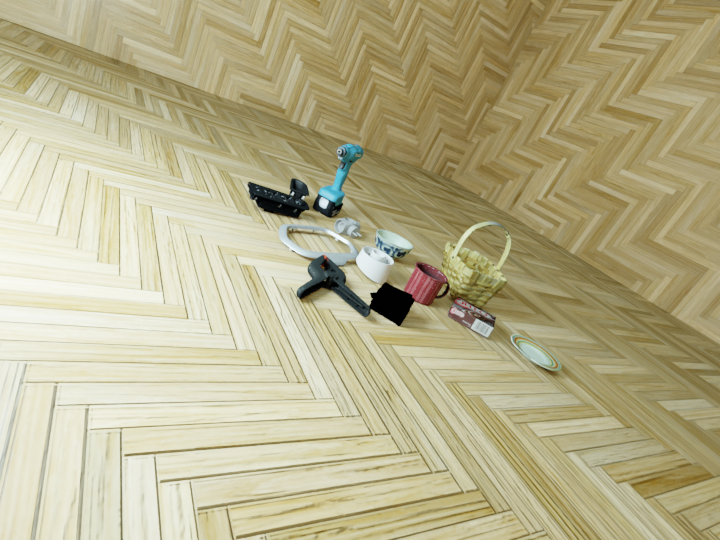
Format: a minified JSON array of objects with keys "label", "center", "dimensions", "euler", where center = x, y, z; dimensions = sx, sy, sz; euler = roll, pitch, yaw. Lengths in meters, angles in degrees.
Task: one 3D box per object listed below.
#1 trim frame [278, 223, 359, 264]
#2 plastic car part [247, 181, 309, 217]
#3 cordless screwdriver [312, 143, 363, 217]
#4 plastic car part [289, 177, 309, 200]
[{"label":"trim frame","center":[-0.111,-0.073,1.138],"dimensions":[0.236,0.027,0.195],"euler":[2,31,-43]},{"label":"plastic car part","center":[-0.239,-0.196,1.233],"dimensions":[0.193,0.066,0.070],"euler":[8,27,-35]},{"label":"cordless screwdriver","center":[-0.079,-0.296,1.383],"dimensions":[0.076,0.247,0.156],"euler":[31,22,12]},{"label":"plastic car part","center":[-0.209,-0.247,1.374],"dimensions":[0.064,0.070,0.120],"euler":[19,23,-18]}]
